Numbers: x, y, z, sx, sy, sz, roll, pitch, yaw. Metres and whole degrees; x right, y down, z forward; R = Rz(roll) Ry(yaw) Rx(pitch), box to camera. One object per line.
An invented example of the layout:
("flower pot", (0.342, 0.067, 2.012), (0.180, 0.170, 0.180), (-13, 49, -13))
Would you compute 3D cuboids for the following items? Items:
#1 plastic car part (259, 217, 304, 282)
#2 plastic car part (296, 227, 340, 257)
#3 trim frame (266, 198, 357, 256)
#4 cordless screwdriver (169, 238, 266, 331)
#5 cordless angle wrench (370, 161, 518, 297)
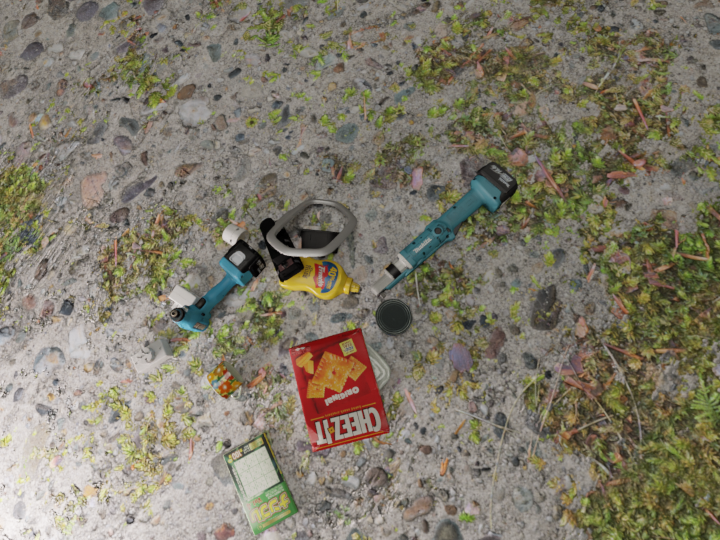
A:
("plastic car part", (-0.206, -0.064, 1.036), (0.067, 0.063, 0.213), (-39, 43, 8))
("plastic car part", (-0.104, -0.068, 1.062), (0.118, 0.065, 0.071), (9, 92, 6))
("trim frame", (-0.116, -0.106, 1.024), (0.191, 0.027, 0.247), (20, 46, 19))
("cordless screwdriver", (-0.343, 0.038, 1.012), (0.076, 0.155, 0.248), (38, 81, 12))
("cordless angle wrench", (0.187, -0.088, 1.017), (0.422, 0.072, 0.101), (-41, 74, -2))
